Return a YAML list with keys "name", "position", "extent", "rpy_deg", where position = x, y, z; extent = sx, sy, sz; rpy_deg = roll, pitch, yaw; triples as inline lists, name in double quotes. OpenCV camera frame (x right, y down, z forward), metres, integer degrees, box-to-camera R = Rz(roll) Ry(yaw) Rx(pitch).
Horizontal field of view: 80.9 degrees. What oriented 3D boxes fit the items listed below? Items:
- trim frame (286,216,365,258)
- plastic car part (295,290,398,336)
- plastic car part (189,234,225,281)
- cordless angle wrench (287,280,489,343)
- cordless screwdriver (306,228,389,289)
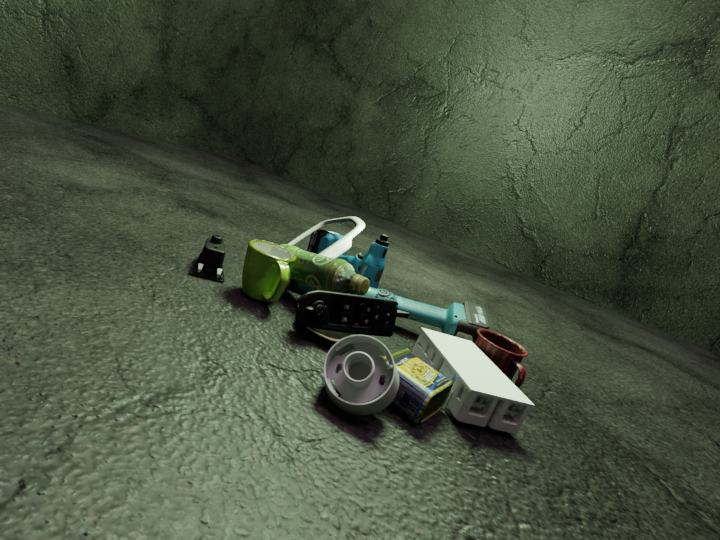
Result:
- name: "trim frame"
  position: [-0.100, -0.066, 1.025]
  extent: [0.244, 0.026, 0.194]
  rpy_deg: [-36, 31, -25]
- name: "plastic car part"
  position: [-0.029, 0.068, 0.732]
  extent: [0.193, 0.066, 0.071]
  rpy_deg: [10, 8, -36]
- name: "plastic car part"
  position: [-0.292, -0.033, 0.834]
  extent: [0.064, 0.070, 0.121]
  rpy_deg: [17, 16, -21]
- name: "cordless angle wrench"
  position: [0.043, 0.068, 0.887]
  extent: [0.428, 0.073, 0.098]
  rpy_deg: [15, 28, 5]
- name: "cordless screwdriver"
  position: [-0.031, -0.047, 1.066]
  extent: [0.070, 0.158, 0.263]
  rpy_deg: [10, 15, -41]
